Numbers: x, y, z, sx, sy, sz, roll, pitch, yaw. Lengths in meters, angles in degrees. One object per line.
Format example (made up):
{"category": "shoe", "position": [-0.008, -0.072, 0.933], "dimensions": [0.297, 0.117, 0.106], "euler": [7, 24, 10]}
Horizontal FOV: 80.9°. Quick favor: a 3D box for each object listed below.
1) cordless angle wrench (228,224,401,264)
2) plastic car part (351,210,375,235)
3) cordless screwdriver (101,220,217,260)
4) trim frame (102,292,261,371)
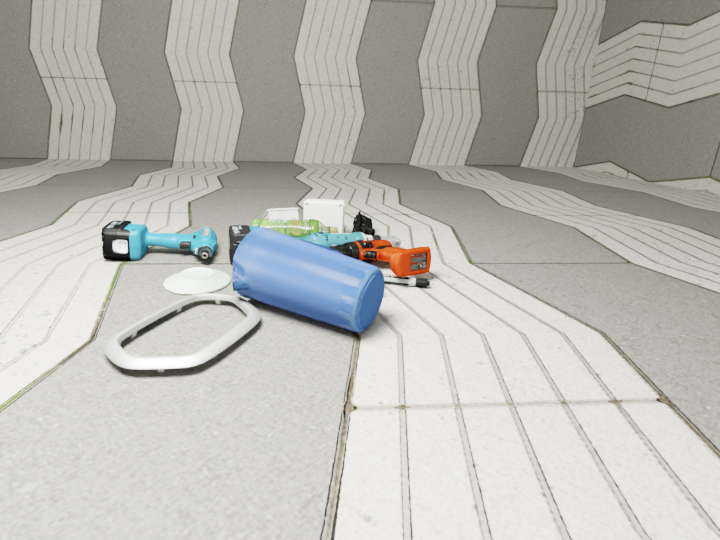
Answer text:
{"category": "cordless angle wrench", "position": [-0.099, -0.065, 1.015], "dimensions": [0.413, 0.073, 0.102], "euler": [-2, 20, -15]}
{"category": "plastic car part", "position": [0.007, -0.121, 1.177], "dimensions": [0.066, 0.065, 0.207], "euler": [10, 19, -7]}
{"category": "cordless screwdriver", "position": [-0.459, -0.061, 0.975], "dimensions": [0.243, 0.073, 0.166], "euler": [0, 20, -15]}
{"category": "trim frame", "position": [-0.265, 0.087, 0.651], "dimensions": [0.191, 0.027, 0.245], "euler": [10, 24, 19]}
